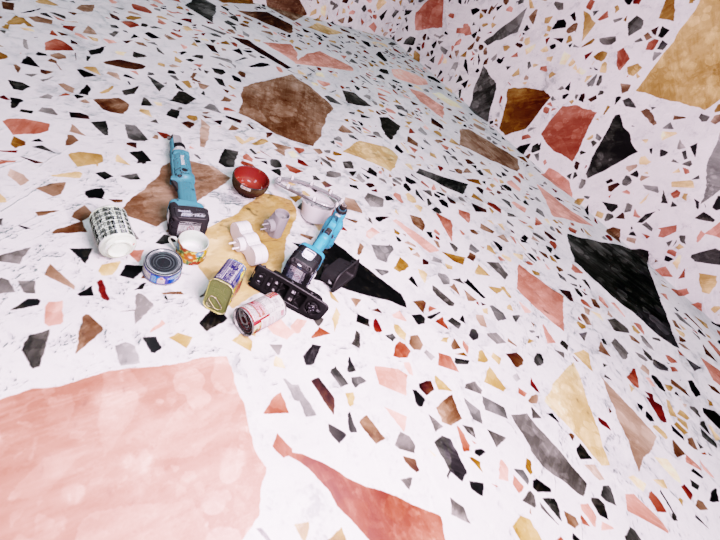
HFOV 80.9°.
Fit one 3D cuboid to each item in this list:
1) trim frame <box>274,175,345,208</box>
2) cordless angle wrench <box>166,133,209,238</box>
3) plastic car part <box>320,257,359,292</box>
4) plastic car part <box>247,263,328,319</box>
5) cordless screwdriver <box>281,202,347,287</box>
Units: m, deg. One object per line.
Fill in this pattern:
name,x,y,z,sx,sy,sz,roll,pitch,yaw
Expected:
trim frame,-0.158,-0.252,1.344,0.257,0.027,0.180,28,25,16
cordless angle wrench,-0.495,-0.258,1.176,0.094,0.074,0.444,2,44,-30
plastic car part,-0.065,0.003,1.155,0.074,0.064,0.113,31,41,25
plastic car part,-0.172,0.053,1.039,0.205,0.066,0.066,31,14,4
cordless screwdriver,-0.110,-0.072,1.125,0.075,0.159,0.248,32,41,-1
